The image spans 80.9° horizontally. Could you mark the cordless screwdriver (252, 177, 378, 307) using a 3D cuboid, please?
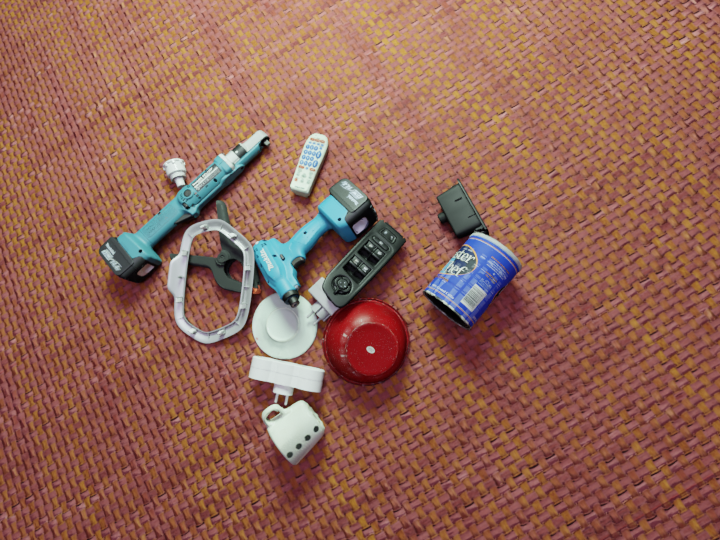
[{"bbox_3d":[-0.079,-0.052,0.806,0.249,0.070,0.167,-37,56,1],"label":"cordless screwdriver"}]

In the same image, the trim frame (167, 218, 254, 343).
[{"bbox_3d":[-0.299,0.022,0.839,0.190,0.027,0.248,8,93,17],"label":"trim frame"}]

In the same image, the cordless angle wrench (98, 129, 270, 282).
[{"bbox_3d":[-0.357,-0.152,0.899,0.422,0.072,0.101,-45,75,-6],"label":"cordless angle wrench"}]

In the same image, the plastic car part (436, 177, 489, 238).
[{"bbox_3d":[0.186,-0.108,0.806,0.072,0.063,0.120,-31,71,14],"label":"plastic car part"}]

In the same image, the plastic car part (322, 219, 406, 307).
[{"bbox_3d":[-0.003,-0.009,0.787,0.066,0.068,0.201,44,58,-2],"label":"plastic car part"}]
